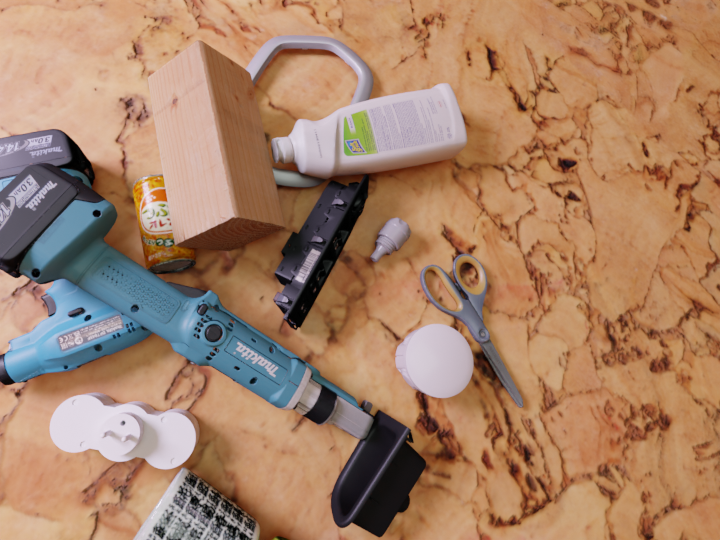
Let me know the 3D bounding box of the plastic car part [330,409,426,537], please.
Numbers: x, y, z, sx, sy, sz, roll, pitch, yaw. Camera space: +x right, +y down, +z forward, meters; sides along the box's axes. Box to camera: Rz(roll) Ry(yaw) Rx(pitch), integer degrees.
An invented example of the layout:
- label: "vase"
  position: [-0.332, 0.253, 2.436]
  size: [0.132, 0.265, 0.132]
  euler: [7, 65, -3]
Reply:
- label: "plastic car part"
  position: [0.026, 0.224, 0.452]
  size: [0.069, 0.068, 0.116]
  euler: [37, 74, -16]

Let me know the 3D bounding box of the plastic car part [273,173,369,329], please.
- label: "plastic car part"
  position: [-0.050, -0.033, 0.512]
  size: [0.070, 0.063, 0.203]
  euler: [24, 72, 22]

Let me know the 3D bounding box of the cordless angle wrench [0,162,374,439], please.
- label: "cordless angle wrench"
  position: [-0.153, 0.061, 0.424]
  size: [0.412, 0.076, 0.098]
  euler: [37, 65, -14]

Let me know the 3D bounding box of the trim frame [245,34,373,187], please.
- label: "trim frame"
  position: [-0.079, -0.223, 0.576]
  size: [0.184, 0.027, 0.250]
  euler: [23, 70, -1]

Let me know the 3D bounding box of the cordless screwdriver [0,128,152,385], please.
- label: "cordless screwdriver"
  position: [-0.337, -0.015, 0.449]
  size: [0.156, 0.075, 0.252]
  euler: [-22, 83, -17]
